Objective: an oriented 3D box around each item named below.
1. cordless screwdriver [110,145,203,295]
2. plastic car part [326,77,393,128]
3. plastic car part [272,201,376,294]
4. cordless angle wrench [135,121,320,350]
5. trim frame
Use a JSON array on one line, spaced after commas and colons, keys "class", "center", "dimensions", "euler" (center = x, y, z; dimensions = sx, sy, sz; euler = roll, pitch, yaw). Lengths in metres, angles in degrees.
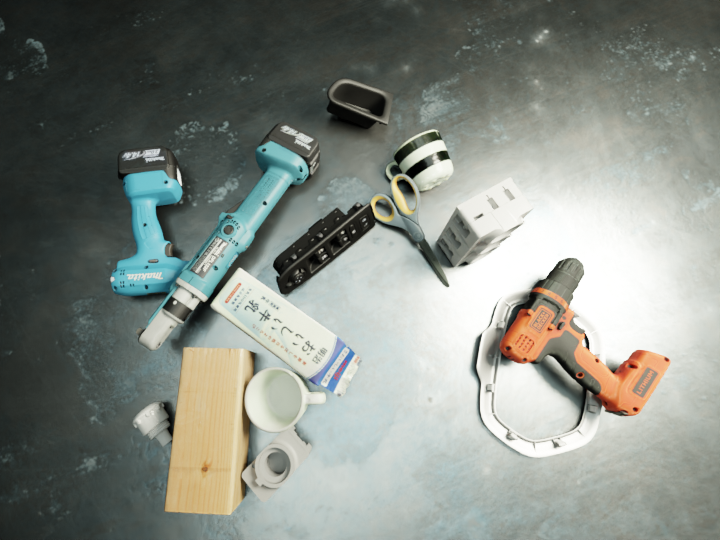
[{"class": "cordless screwdriver", "center": [-0.334, -0.084, 0.722], "dimensions": [0.157, 0.074, 0.253], "euler": [-5, 76, -9]}, {"class": "plastic car part", "center": [-0.010, -0.296, 0.766], "dimensions": [0.114, 0.071, 0.067], "euler": [15, 74, -10]}, {"class": "plastic car part", "center": [-0.068, -0.045, 0.698], "dimensions": [0.202, 0.064, 0.070], "euler": [-44, 68, -10]}, {"class": "cordless angle wrench", "center": [-0.209, -0.058, 0.685], "dimensions": [0.100, 0.073, 0.423], "euler": [28, 72, 9]}, {"class": "trim frame", "center": [0.270, 0.147, 0.635], "dimensions": [0.187, 0.027, 0.250], "euler": [14, 76, 9]}]
